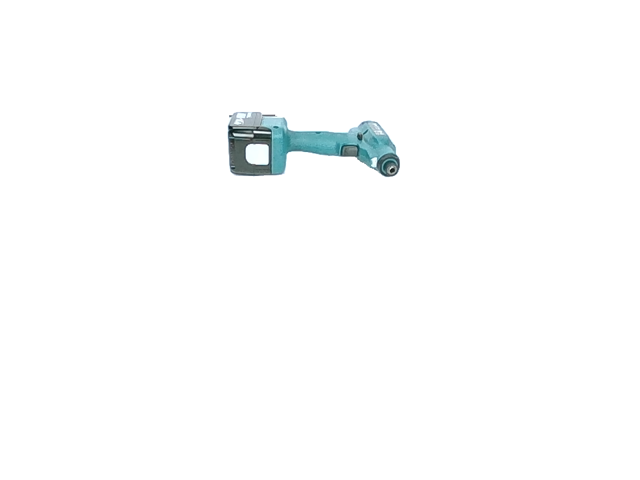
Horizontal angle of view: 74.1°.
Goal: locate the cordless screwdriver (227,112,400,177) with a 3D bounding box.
[{"bbox_3d":[-0.011,-0.135,0.632,0.248,0.074,0.159,-1,32,-8],"label":"cordless screwdriver"}]
